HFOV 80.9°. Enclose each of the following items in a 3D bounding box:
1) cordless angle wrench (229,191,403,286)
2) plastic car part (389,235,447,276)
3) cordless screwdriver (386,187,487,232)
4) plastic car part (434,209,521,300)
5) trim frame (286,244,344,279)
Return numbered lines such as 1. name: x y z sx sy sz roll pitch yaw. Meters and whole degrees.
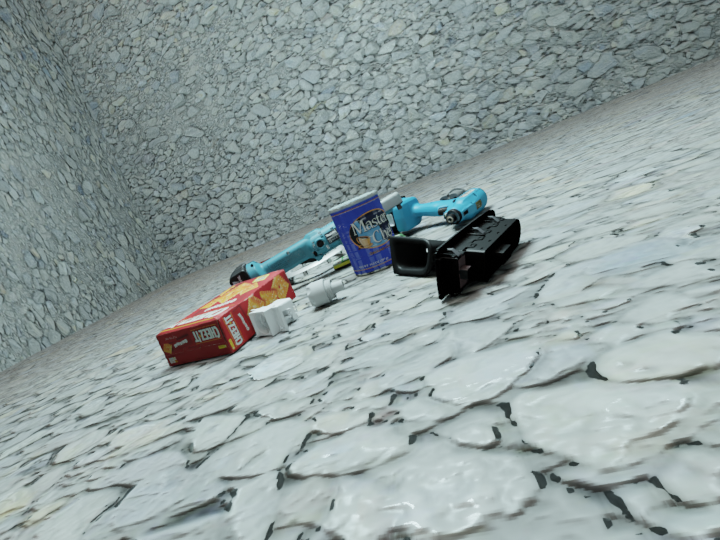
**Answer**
1. cordless angle wrench: -0.093 -0.061 0.951 0.423 0.096 0.076 -31 11 0
2. plastic car part: 0.105 -0.027 0.671 0.069 0.065 0.121 -12 8 -26
3. cordless screwdriver: 0.145 -0.131 0.969 0.260 0.073 0.155 -2 22 41
4. plastic car part: 0.163 -0.032 0.554 0.070 0.065 0.198 -4 21 36
5. trim frame: -0.127 -0.021 1.116 0.183 0.027 0.253 -27 11 -4
